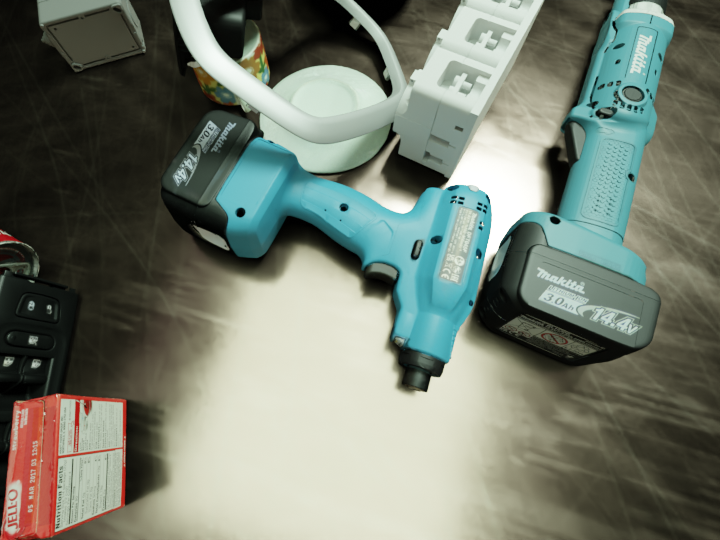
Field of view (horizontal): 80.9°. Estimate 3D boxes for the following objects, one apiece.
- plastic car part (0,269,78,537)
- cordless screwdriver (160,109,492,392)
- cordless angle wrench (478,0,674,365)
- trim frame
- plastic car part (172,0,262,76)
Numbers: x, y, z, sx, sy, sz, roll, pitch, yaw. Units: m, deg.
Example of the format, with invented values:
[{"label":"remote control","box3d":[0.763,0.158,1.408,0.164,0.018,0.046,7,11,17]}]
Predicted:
[{"label":"plastic car part","box3d":[-0.263,0.107,0.298,0.068,0.064,0.208,-10,68,7]},{"label":"cordless screwdriver","box3d":[-0.032,-0.021,0.332,0.252,0.073,0.160,19,71,6]},{"label":"cordless angle wrench","box3d":[0.215,-0.132,0.364,0.100,0.072,0.424,22,69,9]},{"label":"trim frame","box3d":[-0.043,-0.191,0.360,0.184,0.028,0.243,52,47,-1]},{"label":"plastic car part","box3d":[-0.123,-0.235,0.376,0.069,0.066,0.119,7,64,-13]}]
